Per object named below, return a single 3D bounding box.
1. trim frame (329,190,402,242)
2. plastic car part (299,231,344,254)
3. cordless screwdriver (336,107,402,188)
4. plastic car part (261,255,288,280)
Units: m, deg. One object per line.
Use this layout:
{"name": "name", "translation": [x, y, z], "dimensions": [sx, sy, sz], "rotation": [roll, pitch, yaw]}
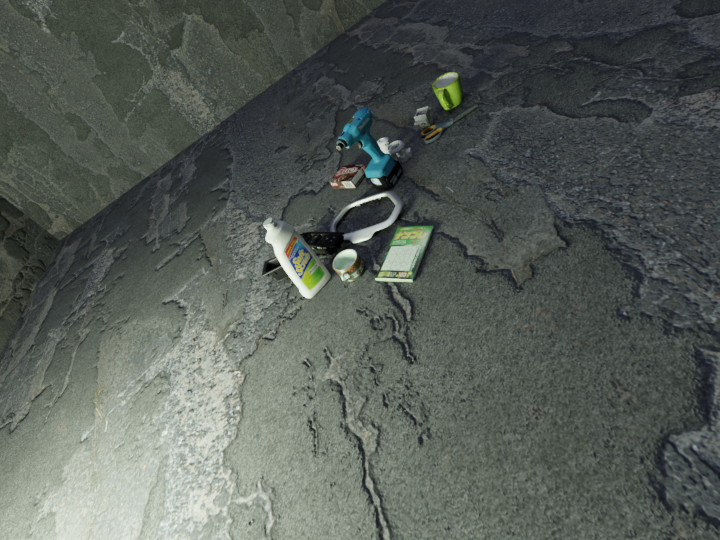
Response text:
{"name": "trim frame", "translation": [0.013, -0.160, 1.269], "dimensions": [0.257, 0.026, 0.188], "rotation": [-14, 44, 28]}
{"name": "plastic car part", "translation": [-0.124, -0.081, 1.268], "dimensions": [0.214, 0.063, 0.066], "rotation": [10, 57, 44]}
{"name": "cordless screwdriver", "translation": [0.024, -0.345, 1.278], "dimensions": [0.078, 0.236, 0.159], "rotation": [10, 57, 45]}
{"name": "plastic car part", "translation": [-0.230, -0.008, 1.275], "dimensions": [0.119, 0.067, 0.068], "rotation": [-21, 40, 20]}
